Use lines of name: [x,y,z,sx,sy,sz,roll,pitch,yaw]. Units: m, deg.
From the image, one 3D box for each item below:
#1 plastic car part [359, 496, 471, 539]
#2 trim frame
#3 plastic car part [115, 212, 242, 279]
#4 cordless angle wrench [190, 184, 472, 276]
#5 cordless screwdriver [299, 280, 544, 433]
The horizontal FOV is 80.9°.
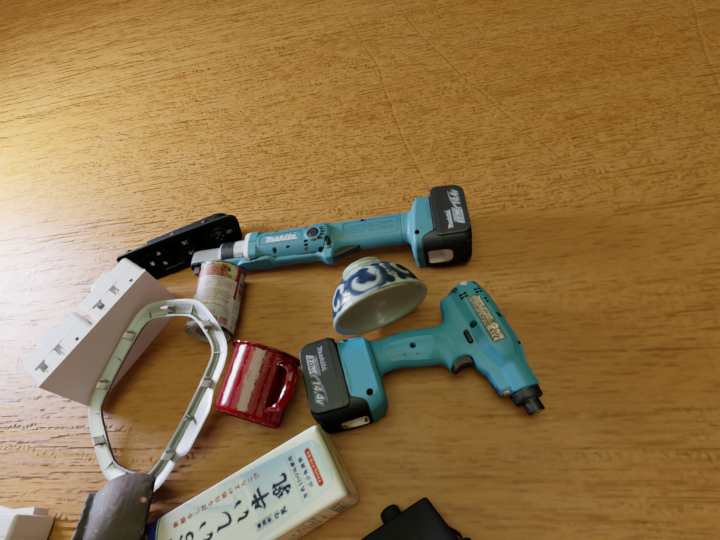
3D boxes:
plastic car part: [0.039,0.268,0.404,0.115,0.063,0.075,-33,42,-12]
trim frame: [-0.265,0.153,0.542,0.192,0.026,0.248,25,84,24]
plastic car part: [-0.292,-0.043,0.705,0.204,0.064,0.069,-20,29,4]
cordless angle wrench: [-0.061,-0.040,0.628,0.432,0.071,0.101,-7,56,14]
cordless screwdriver: [0.063,0.120,0.484,0.248,0.071,0.166,-21,54,-3]
